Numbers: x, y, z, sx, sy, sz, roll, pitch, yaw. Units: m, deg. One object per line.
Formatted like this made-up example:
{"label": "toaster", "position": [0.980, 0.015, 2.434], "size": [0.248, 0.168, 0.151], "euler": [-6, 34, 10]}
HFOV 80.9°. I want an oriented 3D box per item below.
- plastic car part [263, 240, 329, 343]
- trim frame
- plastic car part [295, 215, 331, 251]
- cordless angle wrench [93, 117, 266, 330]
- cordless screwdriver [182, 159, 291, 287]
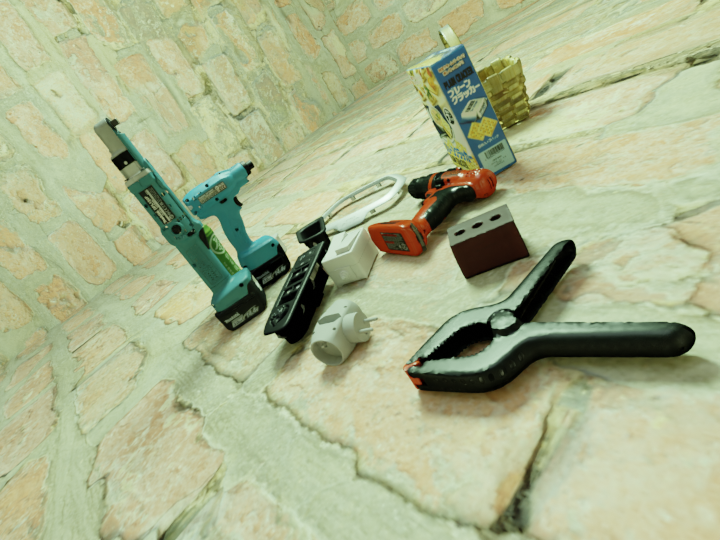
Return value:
{"label": "plastic car part", "position": [-0.094, 0.040, 0.665], "size": [0.068, 0.065, 0.204], "euler": [-22, 26, 28]}
{"label": "trim frame", "position": [-0.005, -0.149, 0.961], "size": [0.255, 0.026, 0.186], "euler": [-21, 26, 27]}
{"label": "plastic car part", "position": [-0.080, -0.052, 0.820], "size": [0.066, 0.068, 0.120], "euler": [-33, 22, 2]}
{"label": "cordless angle wrench", "position": [-0.322, -0.079, 0.755], "size": [0.098, 0.409, 0.077], "euler": [-34, 19, -2]}
{"label": "cordless screwdriver", "position": [-0.232, -0.096, 0.883], "size": [0.158, 0.241, 0.077], "euler": [-39, 20, -14]}
